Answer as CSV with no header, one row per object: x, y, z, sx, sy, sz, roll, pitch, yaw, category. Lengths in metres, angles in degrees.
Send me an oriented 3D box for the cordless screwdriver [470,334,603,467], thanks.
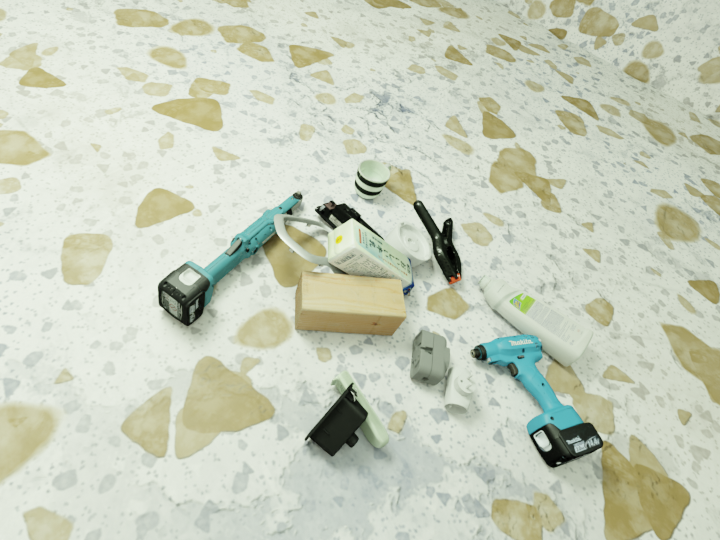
0.331,0.244,0.829,0.155,0.073,0.260,-4,51,-18,cordless screwdriver

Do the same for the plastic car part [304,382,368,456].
-0.030,0.258,0.708,0.073,0.064,0.116,37,92,13,plastic car part

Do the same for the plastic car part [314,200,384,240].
-0.014,-0.104,1.013,0.209,0.067,0.064,47,29,17,plastic car part

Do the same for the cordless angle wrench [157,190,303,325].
-0.247,-0.057,0.909,0.076,0.097,0.419,32,48,7,cordless angle wrench

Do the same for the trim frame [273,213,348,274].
-0.089,-0.059,0.915,0.193,0.027,0.236,46,21,27,trim frame
